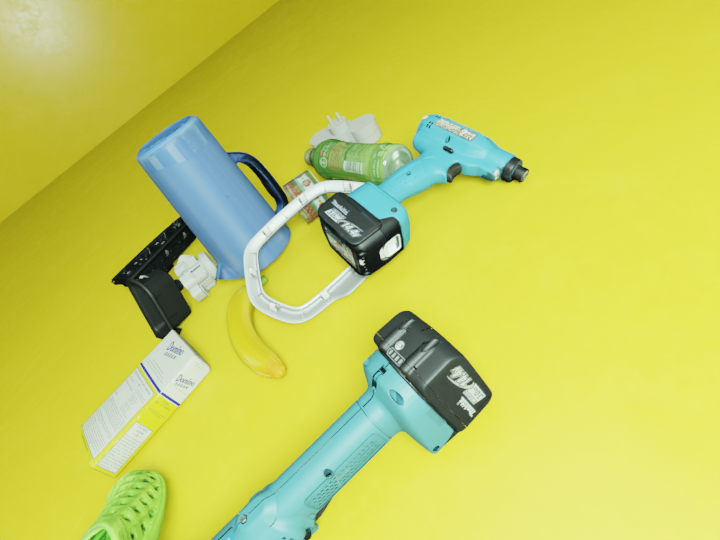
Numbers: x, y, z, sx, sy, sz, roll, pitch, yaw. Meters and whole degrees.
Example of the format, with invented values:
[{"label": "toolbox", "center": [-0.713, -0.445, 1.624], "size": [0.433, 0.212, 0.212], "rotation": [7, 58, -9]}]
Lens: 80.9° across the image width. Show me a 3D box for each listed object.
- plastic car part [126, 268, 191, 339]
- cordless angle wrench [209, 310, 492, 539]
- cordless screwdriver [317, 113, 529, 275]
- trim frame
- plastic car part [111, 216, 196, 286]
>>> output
[{"label": "plastic car part", "center": [-0.315, 0.047, 0.683], "size": [0.069, 0.113, 0.070], "rotation": [-2, 25, 35]}, {"label": "cordless angle wrench", "center": [-0.073, 0.215, 0.355], "size": [0.422, 0.093, 0.078], "rotation": [-44, 36, -3]}, {"label": "cordless screwdriver", "center": [0.077, -0.095, 0.539], "size": [0.247, 0.071, 0.168], "rotation": [-43, 57, -15]}, {"label": "trim frame", "center": [-0.058, -0.038, 0.596], "size": [0.247, 0.026, 0.193], "rotation": [-43, 60, -13]}, {"label": "plastic car part", "center": [-0.390, -0.035, 0.838], "size": [0.069, 0.064, 0.204], "rotation": [-10, 42, 39]}]
